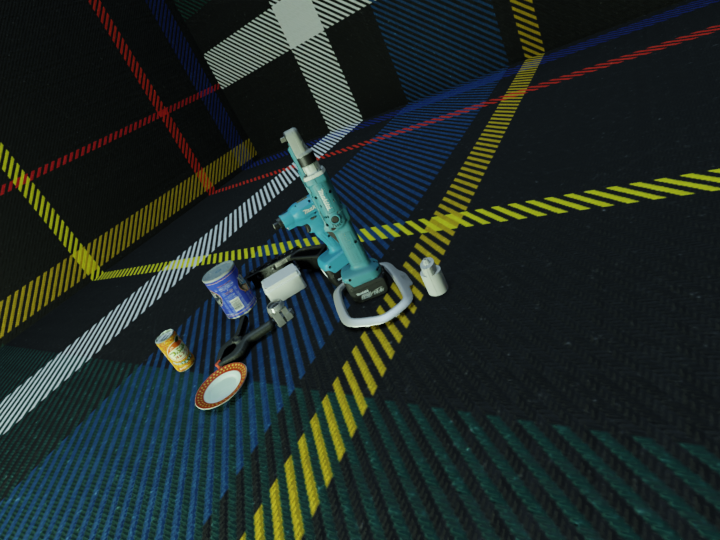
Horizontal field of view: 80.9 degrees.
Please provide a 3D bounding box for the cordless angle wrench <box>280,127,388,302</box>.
[{"bbox_3d":[-0.058,-0.120,0.938,0.099,0.408,0.076,-23,23,9],"label":"cordless angle wrench"}]

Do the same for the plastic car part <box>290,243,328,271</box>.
[{"bbox_3d":[-0.141,-0.031,1.240,0.121,0.068,0.066,-8,31,36],"label":"plastic car part"}]

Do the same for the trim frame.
[{"bbox_3d":[0.028,0.052,0.978,0.184,0.026,0.258,-28,26,1],"label":"trim frame"}]

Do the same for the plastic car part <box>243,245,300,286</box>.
[{"bbox_3d":[-0.272,-0.007,1.327,0.205,0.065,0.068,-23,25,10],"label":"plastic car part"}]

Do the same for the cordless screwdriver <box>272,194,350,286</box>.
[{"bbox_3d":[-0.106,-0.069,1.082,0.158,0.240,0.077,-31,23,-9],"label":"cordless screwdriver"}]
